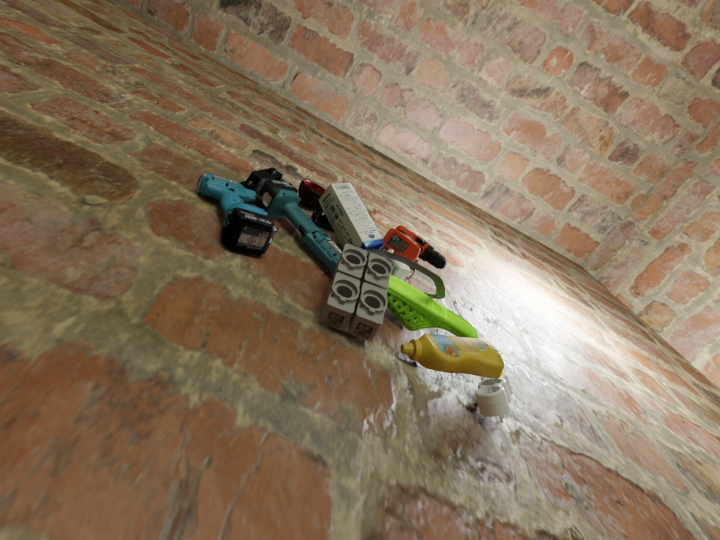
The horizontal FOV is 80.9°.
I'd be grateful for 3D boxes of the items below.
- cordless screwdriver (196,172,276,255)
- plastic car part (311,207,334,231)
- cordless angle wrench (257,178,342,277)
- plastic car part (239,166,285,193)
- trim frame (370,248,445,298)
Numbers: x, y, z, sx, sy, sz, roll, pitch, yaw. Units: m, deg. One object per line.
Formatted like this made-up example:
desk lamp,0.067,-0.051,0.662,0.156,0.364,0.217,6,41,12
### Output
cordless screwdriver,-0.252,-0.128,0.923,0.151,0.074,0.263,11,26,-40
plastic car part,-0.087,-0.150,1.195,0.112,0.065,0.074,16,12,-25
cordless angle wrench,-0.096,-0.063,0.986,0.093,0.074,0.444,-1,41,-51
plastic car part,-0.264,-0.253,1.183,0.067,0.067,0.201,40,26,0
trim frame,0.106,0.010,0.970,0.192,0.027,0.237,20,-14,23
